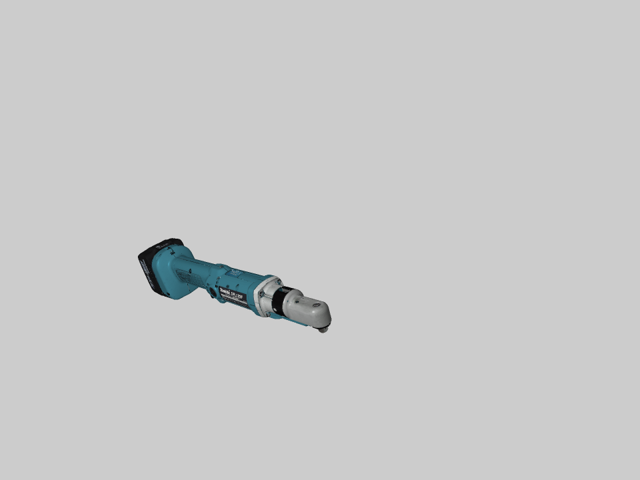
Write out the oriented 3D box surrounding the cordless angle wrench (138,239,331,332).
[{"bbox_3d":[-0.148,0.070,0.665,0.423,0.098,0.074,8,32,42],"label":"cordless angle wrench"}]
